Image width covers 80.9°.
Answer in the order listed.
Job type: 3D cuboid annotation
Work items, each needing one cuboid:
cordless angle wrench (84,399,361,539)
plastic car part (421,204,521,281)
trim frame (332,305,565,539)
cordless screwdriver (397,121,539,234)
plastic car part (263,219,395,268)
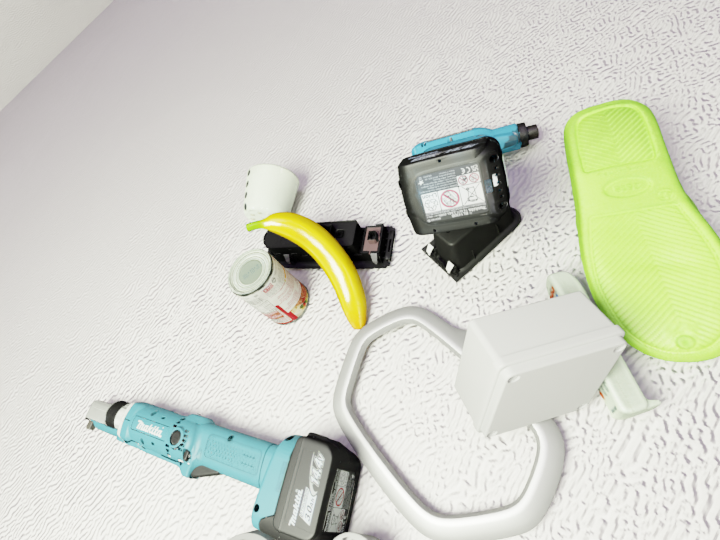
[{"bbox_3d":[-0.209,0.213,0.520,0.442,0.070,0.099,2,62,31],"label":"cordless angle wrench"},{"bbox_3d":[0.131,-0.056,0.505,0.116,0.067,0.069,-42,54,2],"label":"plastic car part"},{"bbox_3d":[0.076,0.144,0.439,0.184,0.026,0.263,-46,50,-3],"label":"trim frame"},{"bbox_3d":[0.131,-0.124,0.481,0.164,0.072,0.248,-11,21,19],"label":"cordless screwdriver"},{"bbox_3d":[-0.059,-0.038,0.601,0.211,0.063,0.067,-2,67,29],"label":"plastic car part"}]
